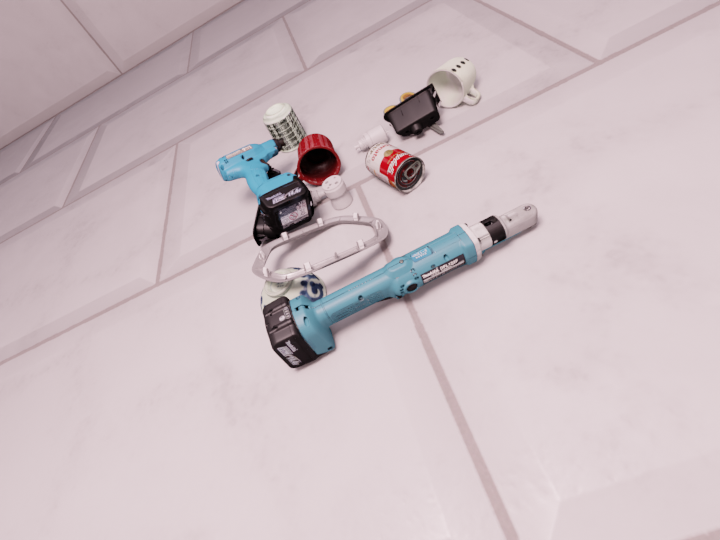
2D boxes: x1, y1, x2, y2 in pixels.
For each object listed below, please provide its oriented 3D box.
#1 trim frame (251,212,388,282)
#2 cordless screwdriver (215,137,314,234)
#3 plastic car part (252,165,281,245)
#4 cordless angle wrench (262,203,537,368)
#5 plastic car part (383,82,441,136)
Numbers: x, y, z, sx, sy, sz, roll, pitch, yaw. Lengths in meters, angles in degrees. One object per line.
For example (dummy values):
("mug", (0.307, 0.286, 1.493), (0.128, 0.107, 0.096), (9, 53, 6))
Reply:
("trim frame", (-0.072, -0.047, 0.732), (0.244, 0.026, 0.194), (-23, 31, -16))
("cordless screwdriver", (-0.176, -0.189, 0.860), (0.157, 0.071, 0.263), (-32, 52, -18))
("plastic car part", (-0.185, -0.134, 0.903), (0.068, 0.064, 0.207), (7, 52, 3))
("cordless angle wrench", (0.063, 0.008, 0.619), (0.424, 0.093, 0.078), (-27, 48, 3))
("plastic car part", (0.114, -0.313, 0.866), (0.119, 0.062, 0.073), (-27, 64, 20))
